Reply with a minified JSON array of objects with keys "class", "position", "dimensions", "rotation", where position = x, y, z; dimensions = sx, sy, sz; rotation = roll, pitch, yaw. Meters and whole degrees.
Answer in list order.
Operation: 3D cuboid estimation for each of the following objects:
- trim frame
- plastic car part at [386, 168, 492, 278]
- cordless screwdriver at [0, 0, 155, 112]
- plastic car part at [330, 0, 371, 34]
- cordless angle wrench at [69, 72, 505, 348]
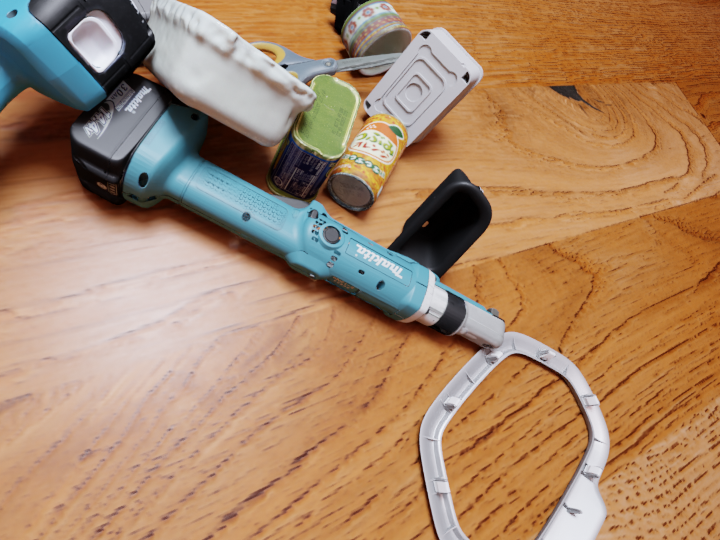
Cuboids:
[{"class":"trim frame","position":[0.157,0.169,0.403],"dimensions":[0.243,0.028,0.186],"rotation":[-33,83,-33]},{"class":"plastic car part","position":[0.082,-0.054,0.432],"dimensions":[0.065,0.117,0.072],"rotation":[28,36,-13]},{"class":"cordless screwdriver","position":[-0.239,-0.097,0.270],"dimensions":[0.167,0.071,0.248],"rotation":[31,76,26]},{"class":"plastic car part","position":[0.007,-0.397,0.586],"dimensions":[0.069,0.064,0.203],"rotation":[23,59,16]},{"class":"cordless angle wrench","position":[-0.038,-0.025,0.389],"dimensions":[0.414,0.075,0.099],"rotation":[28,60,-11]}]
